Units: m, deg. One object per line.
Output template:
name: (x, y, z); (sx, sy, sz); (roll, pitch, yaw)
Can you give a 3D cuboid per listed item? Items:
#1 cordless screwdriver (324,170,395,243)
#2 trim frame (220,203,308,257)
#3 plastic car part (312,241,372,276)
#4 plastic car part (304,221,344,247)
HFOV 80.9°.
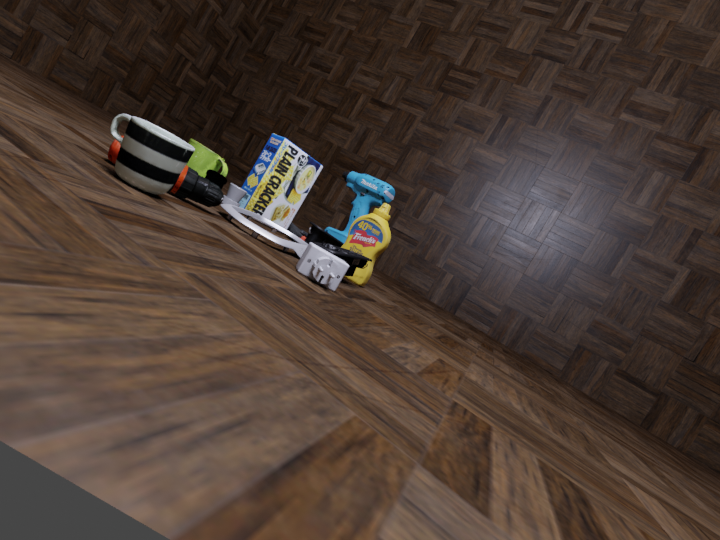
cordless screwdriver: (-0.035, -0.137, 1.099); (0.168, 0.248, 0.070); (32, 3, 34)
trim frame: (-0.179, -0.077, 0.842); (0.190, 0.027, 0.241); (31, 3, 14)
plastic car part: (-0.044, -0.019, 0.804); (0.069, 0.067, 0.195); (31, 3, 18)
plastic car part: (-0.097, -0.064, 0.993); (0.070, 0.071, 0.110); (32, 4, 33)
